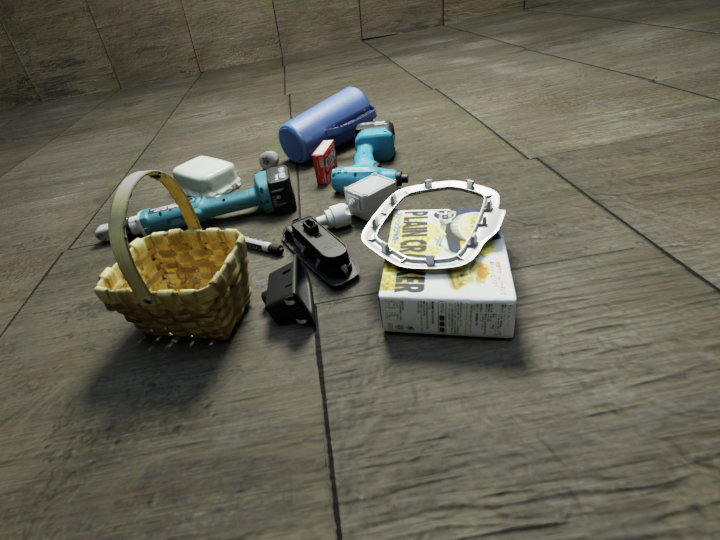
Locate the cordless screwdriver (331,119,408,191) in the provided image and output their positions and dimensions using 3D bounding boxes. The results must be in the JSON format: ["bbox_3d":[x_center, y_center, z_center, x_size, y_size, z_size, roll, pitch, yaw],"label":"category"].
[{"bbox_3d":[0.040,-0.256,0.954,0.164,0.071,0.252,1,41,16],"label":"cordless screwdriver"}]

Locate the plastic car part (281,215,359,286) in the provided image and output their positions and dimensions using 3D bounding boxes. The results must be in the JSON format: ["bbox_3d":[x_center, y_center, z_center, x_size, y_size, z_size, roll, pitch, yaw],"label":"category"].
[{"bbox_3d":[-0.069,-0.045,0.706,0.064,0.065,0.215,-18,38,-24],"label":"plastic car part"}]

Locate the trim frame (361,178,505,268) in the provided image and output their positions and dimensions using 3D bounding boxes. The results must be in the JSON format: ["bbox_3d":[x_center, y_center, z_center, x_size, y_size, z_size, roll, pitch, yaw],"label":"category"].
[{"bbox_3d":[0.109,-0.078,0.616,0.192,0.026,0.246,11,39,26],"label":"trim frame"}]

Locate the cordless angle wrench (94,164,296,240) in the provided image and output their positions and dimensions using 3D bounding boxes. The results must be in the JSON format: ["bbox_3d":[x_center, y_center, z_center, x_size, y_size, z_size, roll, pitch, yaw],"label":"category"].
[{"bbox_3d":[-0.348,-0.125,0.884,0.423,0.071,0.102,-14,35,0],"label":"cordless angle wrench"}]

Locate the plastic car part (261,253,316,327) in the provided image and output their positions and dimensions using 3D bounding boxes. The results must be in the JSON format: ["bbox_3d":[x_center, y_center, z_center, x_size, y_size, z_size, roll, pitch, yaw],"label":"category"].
[{"bbox_3d":[-0.109,0.033,0.615,0.071,0.063,0.121,-24,32,4],"label":"plastic car part"}]
